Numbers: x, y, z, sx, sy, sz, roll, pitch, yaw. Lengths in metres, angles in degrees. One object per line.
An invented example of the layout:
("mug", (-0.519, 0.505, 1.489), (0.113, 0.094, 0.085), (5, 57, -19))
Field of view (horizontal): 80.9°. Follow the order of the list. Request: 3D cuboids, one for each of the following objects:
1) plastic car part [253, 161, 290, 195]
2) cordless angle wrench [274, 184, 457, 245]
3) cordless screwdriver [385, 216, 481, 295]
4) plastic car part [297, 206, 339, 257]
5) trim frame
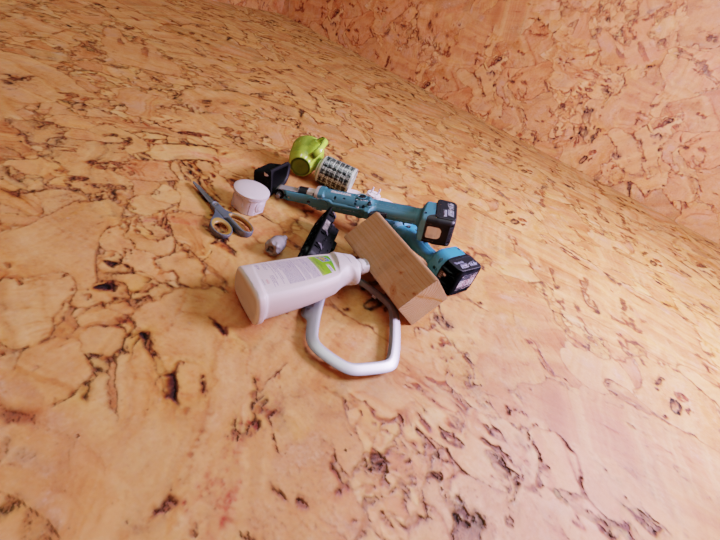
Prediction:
("plastic car part", (-0.227, -0.238, 1.051), (0.072, 0.064, 0.117), (13, 30, 8))
("cordless angle wrench", (0.002, -0.149, 0.987), (0.432, 0.072, 0.098), (13, 39, 11))
("cordless screwdriver", (0.171, -0.055, 1.014), (0.153, 0.073, 0.262), (-15, 46, -41))
("plastic car part", (-0.086, -0.057, 0.884), (0.065, 0.067, 0.204), (47, 30, -15))
("trim frame", (-0.014, 0.088, 0.752), (0.182, 0.027, 0.253), (20, 36, -7))
